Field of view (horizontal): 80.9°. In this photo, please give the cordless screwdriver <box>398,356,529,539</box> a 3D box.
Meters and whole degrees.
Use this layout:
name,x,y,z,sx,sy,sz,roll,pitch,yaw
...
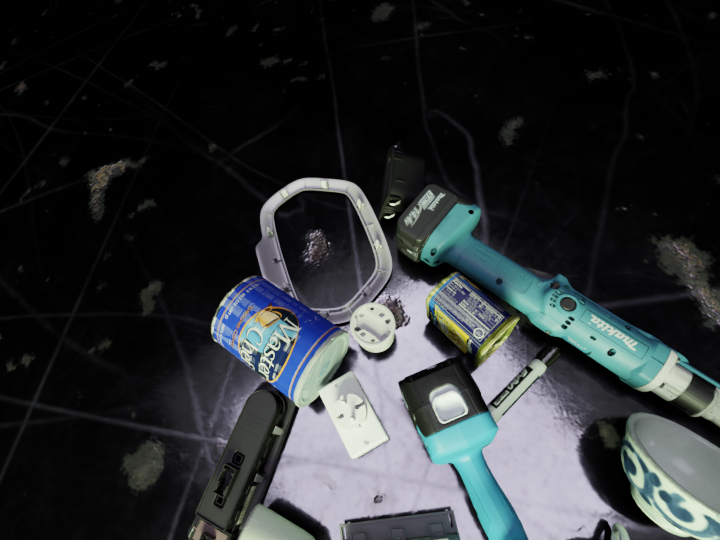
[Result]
name,x,y,z,sx,sy,sz,roll,pitch,yaw
cordless screwdriver,0.120,0.208,0.392,0.074,0.153,0.259,-24,62,-3

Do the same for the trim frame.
name,x,y,z,sx,sy,sz,roll,pitch,yaw
trim frame,-0.061,-0.040,0.619,0.185,0.026,0.258,-21,64,2

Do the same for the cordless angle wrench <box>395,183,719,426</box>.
name,x,y,z,sx,sy,sz,roll,pitch,yaw
cordless angle wrench,0.234,0.044,0.496,0.441,0.071,0.097,37,77,22

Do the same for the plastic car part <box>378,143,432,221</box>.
name,x,y,z,sx,sy,sz,roll,pitch,yaw
plastic car part,0.069,-0.131,0.622,0.071,0.065,0.118,13,64,-1

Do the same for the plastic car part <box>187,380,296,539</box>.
name,x,y,z,sx,sy,sz,roll,pitch,yaw
plastic car part,-0.140,0.224,0.494,0.069,0.064,0.204,14,66,23
